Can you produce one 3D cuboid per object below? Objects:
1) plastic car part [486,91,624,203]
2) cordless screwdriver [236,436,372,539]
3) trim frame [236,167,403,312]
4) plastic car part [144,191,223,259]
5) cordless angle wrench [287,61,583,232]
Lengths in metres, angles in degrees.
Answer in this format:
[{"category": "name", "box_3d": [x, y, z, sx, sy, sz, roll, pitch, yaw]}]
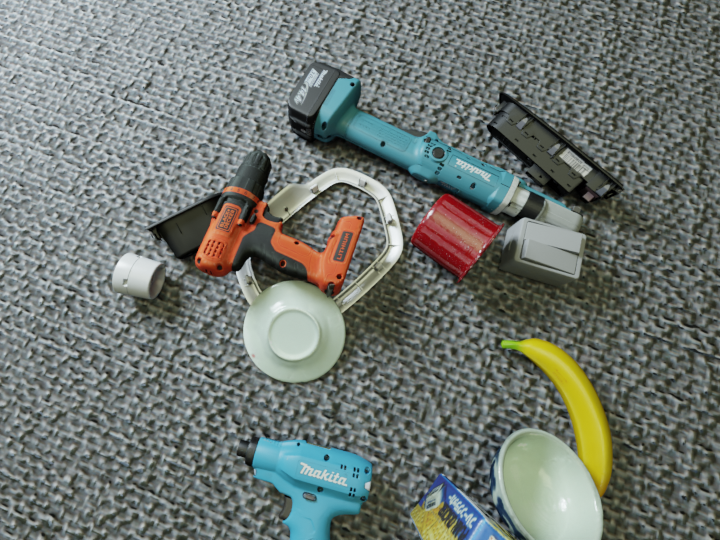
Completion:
[{"category": "plastic car part", "box_3d": [0.254, -0.163, 0.588, 0.067, 0.064, 0.207, -43, 78, 17]}, {"category": "cordless screwdriver", "box_3d": [-0.087, 0.320, 0.463, 0.161, 0.073, 0.251, 11, 72, 5]}, {"category": "trim frame", "box_3d": [-0.057, -0.037, 0.581, 0.247, 0.027, 0.189, -41, 76, -7]}, {"category": "plastic car part", "box_3d": [-0.220, -0.054, 0.580, 0.115, 0.067, 0.071, -26, 93, -9]}, {"category": "cordless angle wrench", "box_3d": [0.100, -0.153, 0.585, 0.429, 0.073, 0.098, 28, 78, 7]}]
